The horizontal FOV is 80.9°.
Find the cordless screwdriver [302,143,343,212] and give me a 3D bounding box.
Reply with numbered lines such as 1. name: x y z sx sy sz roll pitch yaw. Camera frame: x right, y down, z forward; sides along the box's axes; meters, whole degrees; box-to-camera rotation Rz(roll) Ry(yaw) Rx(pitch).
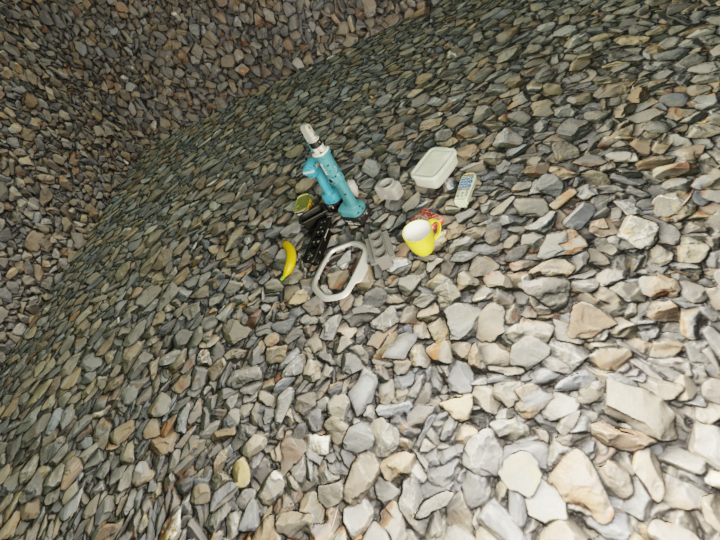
1. cordless screwdriver: -0.124 -0.348 1.602 0.077 0.236 0.161 -3 49 31

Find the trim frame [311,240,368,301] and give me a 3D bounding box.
1. trim frame: -0.064 -0.001 1.394 0.193 0.026 0.249 3 54 35

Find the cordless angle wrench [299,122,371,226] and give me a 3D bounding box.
1. cordless angle wrench: -0.088 -0.318 1.424 0.103 0.401 0.074 9 55 39

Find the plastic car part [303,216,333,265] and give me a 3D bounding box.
1. plastic car part: -0.148 -0.097 1.511 0.069 0.063 0.205 -2 51 32

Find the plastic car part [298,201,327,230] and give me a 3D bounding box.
1. plastic car part: -0.174 -0.197 1.620 0.117 0.067 0.069 -32 40 3
